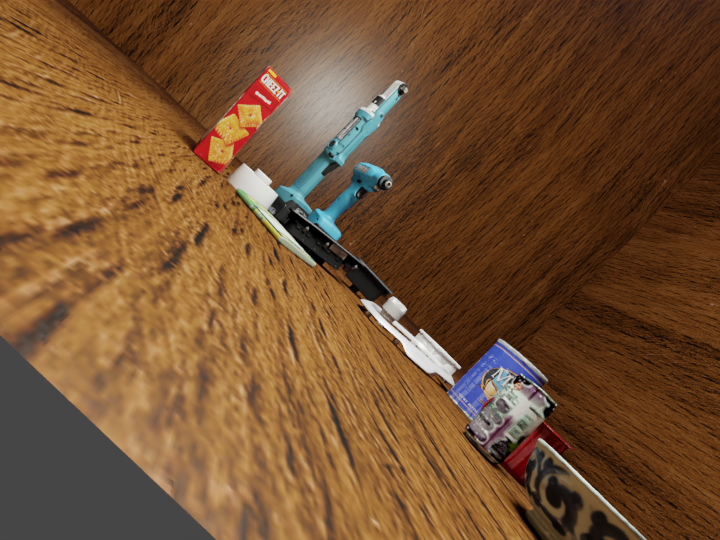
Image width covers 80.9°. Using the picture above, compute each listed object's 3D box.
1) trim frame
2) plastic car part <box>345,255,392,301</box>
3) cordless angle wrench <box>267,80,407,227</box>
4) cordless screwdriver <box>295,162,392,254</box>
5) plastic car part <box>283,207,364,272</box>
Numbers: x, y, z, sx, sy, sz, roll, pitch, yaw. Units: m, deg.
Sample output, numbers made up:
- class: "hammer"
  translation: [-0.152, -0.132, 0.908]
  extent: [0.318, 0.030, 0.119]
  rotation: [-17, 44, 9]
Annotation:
- class: "trim frame"
  translation: [0.090, 0.140, 0.837]
  extent: [0.243, 0.027, 0.188]
  rotation: [43, 1, -13]
- class: "plastic car part"
  translation: [0.010, 0.030, 0.999]
  extent: [0.116, 0.071, 0.066]
  rotation: [43, 2, -1]
- class: "cordless angle wrench"
  translation: [-0.052, -0.271, 0.963]
  extent: [0.103, 0.423, 0.070]
  rotation: [46, 3, 39]
- class: "cordless screwdriver"
  translation: [-0.038, -0.137, 0.957]
  extent: [0.071, 0.249, 0.166]
  rotation: [42, 2, -29]
- class: "plastic car part"
  translation: [-0.088, -0.057, 0.899]
  extent: [0.197, 0.067, 0.068]
  rotation: [43, 2, -16]
